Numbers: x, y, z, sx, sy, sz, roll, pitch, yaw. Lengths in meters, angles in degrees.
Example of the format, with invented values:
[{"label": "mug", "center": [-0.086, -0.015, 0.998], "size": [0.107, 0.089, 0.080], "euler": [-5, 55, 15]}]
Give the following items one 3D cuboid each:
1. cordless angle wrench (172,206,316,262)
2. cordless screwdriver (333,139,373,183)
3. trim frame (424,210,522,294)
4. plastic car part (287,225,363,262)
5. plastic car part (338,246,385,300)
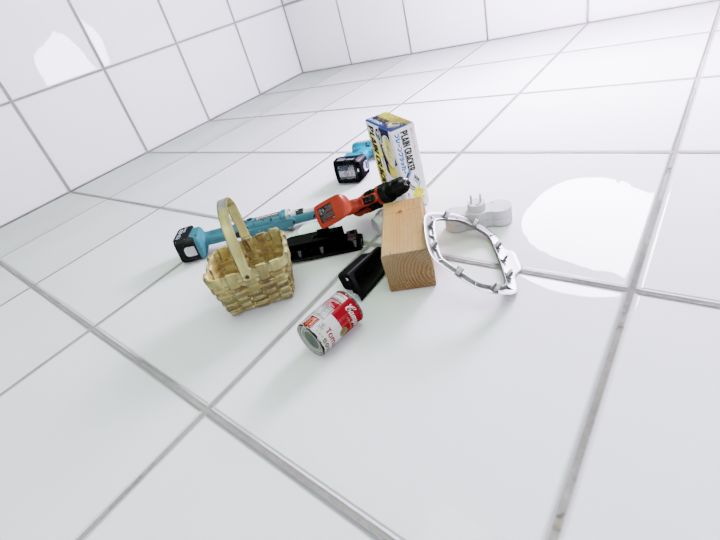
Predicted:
[{"label": "cordless angle wrench", "center": [-0.302, -0.117, 1.173], "size": [0.426, 0.071, 0.101], "euler": [-13, 33, 5]}, {"label": "cordless screwdriver", "center": [0.019, -0.367, 1.368], "size": [0.165, 0.071, 0.248], "euler": [-1, 33, 24]}, {"label": "trim frame", "center": [0.206, -0.043, 0.788], "size": [0.183, 0.027, 0.253], "euler": [18, 33, -6]}, {"label": "plastic car part", "center": [-0.098, -0.064, 1.005], "size": [0.206, 0.064, 0.068], "euler": [-14, 44, 12]}, {"label": "plastic car part", "center": [-0.001, 0.002, 0.867], "size": [0.074, 0.064, 0.115], "euler": [-6, 30, 44]}]
